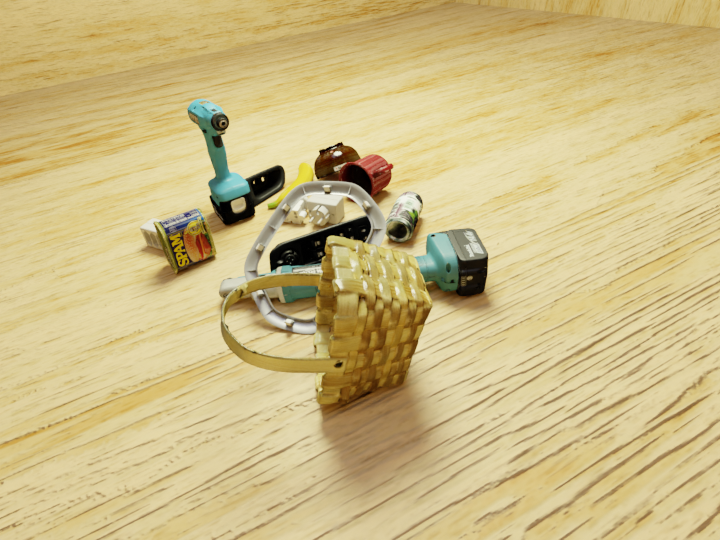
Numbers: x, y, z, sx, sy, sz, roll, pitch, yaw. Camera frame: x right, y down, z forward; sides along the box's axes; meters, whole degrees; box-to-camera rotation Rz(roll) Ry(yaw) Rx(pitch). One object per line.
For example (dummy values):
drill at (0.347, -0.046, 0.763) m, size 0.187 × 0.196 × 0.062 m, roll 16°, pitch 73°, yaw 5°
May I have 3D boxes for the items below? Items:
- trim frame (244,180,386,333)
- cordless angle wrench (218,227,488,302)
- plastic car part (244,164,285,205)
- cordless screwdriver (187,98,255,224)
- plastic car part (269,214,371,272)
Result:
trim frame at (-0.070, -0.025, 0.641) m, size 0.188 × 0.027 × 0.248 m, roll 34°, pitch 88°, yaw 11°
cordless angle wrench at (-0.022, 0.008, 0.681) m, size 0.426 × 0.071 × 0.101 m, roll -7°, pitch 38°, yaw 4°
plastic car part at (-0.237, -0.204, 0.991) m, size 0.075 × 0.064 × 0.114 m, roll 7°, pitch 35°, yaw 38°
cordless screwdriver at (-0.275, -0.212, 0.852) m, size 0.073 × 0.240 × 0.168 m, roll -24°, pitch 36°, yaw -24°
plastic car part at (-0.075, -0.049, 0.763) m, size 0.199 × 0.064 × 0.071 m, roll -22°, pitch 31°, yaw -17°
